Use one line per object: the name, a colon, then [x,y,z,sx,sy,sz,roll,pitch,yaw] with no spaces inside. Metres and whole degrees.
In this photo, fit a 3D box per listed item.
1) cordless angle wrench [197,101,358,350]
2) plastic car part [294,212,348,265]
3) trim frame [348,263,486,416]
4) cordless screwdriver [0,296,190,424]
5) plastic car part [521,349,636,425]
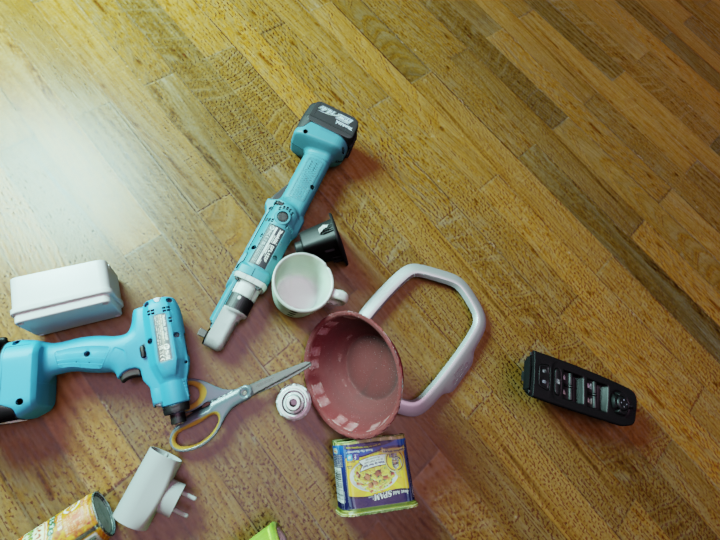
cordless angle wrench: [-0.123,-0.075,0.651,0.098,0.074,0.425,25,68,-3]
plastic car part: [-0.062,-0.040,0.633,0.071,0.113,0.067,-20,76,4]
trim frame: [0.090,0.099,0.648,0.187,0.027,0.246,41,65,7]
cordless screwdriver: [-0.338,0.135,0.517,0.243,0.074,0.163,-13,72,-17]
plastic car part: [0.322,0.185,0.637,0.199,0.067,0.067,19,60,-9]
